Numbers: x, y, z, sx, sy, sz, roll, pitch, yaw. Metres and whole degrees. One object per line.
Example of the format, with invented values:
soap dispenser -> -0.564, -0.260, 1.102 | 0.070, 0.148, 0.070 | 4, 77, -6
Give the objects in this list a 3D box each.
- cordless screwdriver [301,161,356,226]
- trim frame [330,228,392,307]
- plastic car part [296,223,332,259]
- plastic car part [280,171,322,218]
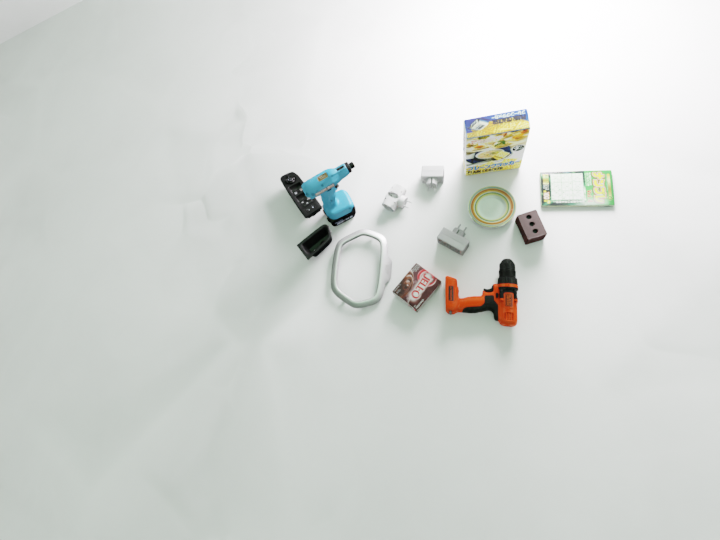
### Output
cordless screwdriver -> -0.067, -0.231, 1.270 | 0.160, 0.239, 0.077 | -28, 70, 5
trim frame -> 0.002, -0.008, 1.291 | 0.190, 0.026, 0.252 | 1, 73, 18
plastic car part -> -0.131, -0.085, 1.335 | 0.116, 0.068, 0.069 | -39, 67, 2
plastic car part -> -0.197, -0.251, 1.414 | 0.066, 0.064, 0.211 | -37, 66, 2
